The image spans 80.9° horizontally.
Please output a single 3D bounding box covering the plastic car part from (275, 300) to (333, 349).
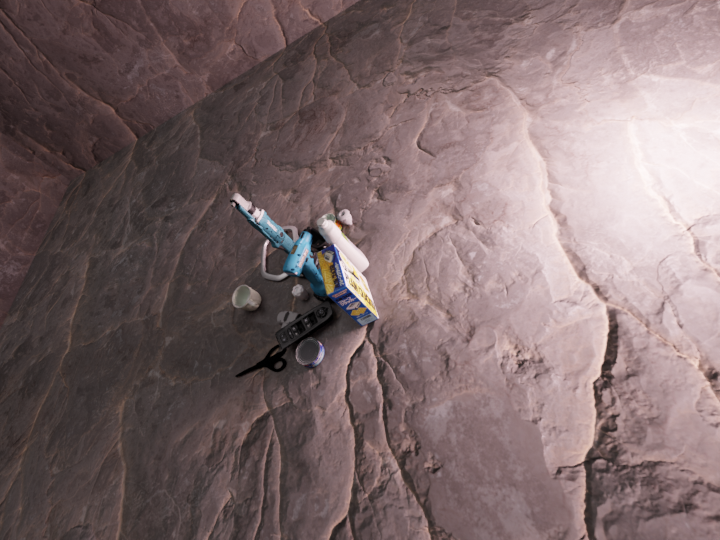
[{"bbox_3d":[-0.163,0.175,1.318,0.204,0.063,0.070,-37,47,6],"label":"plastic car part"}]

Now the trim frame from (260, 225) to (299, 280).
[{"bbox_3d":[-0.301,-0.067,1.601,0.188,0.026,0.257,-22,50,19],"label":"trim frame"}]

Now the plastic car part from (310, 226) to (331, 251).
[{"bbox_3d":[-0.146,-0.095,1.491,0.066,0.067,0.123,-51,47,-8],"label":"plastic car part"}]

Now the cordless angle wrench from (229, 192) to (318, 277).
[{"bbox_3d":[-0.273,-0.112,1.356,0.078,0.399,0.099,2,60,33],"label":"cordless angle wrench"}]

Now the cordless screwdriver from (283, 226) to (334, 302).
[{"bbox_3d":[-0.134,-0.011,1.309,0.078,0.235,0.160,4,62,35],"label":"cordless screwdriver"}]
